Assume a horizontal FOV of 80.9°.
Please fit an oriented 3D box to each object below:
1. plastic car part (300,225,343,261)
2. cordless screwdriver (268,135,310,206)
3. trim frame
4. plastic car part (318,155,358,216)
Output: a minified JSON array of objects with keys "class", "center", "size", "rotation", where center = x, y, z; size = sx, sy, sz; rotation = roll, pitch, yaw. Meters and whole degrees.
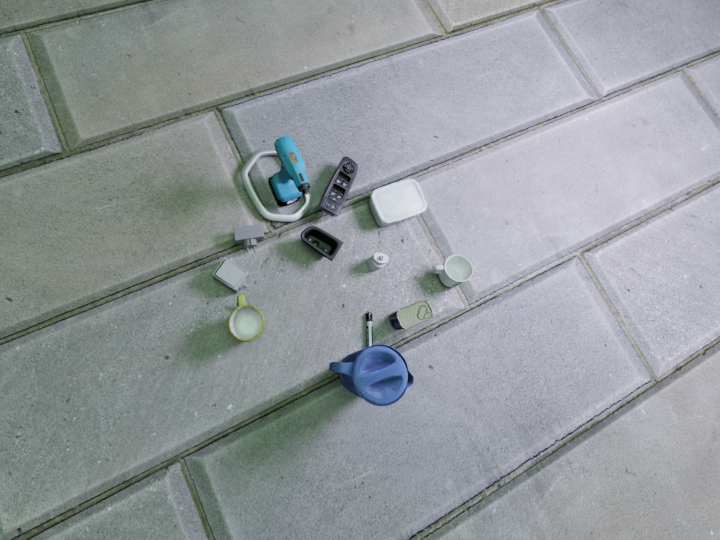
[{"class":"plastic car part","center":[-0.119,-0.078,1.217],"size":[0.117,0.071,0.066],"rotation":[32,72,-1]},{"class":"cordless screwdriver","center":[-0.191,-0.241,1.159],"size":[0.073,0.249,0.162],"rotation":[-22,82,-17]},{"class":"trim frame","center":[-0.250,-0.257,1.271],"size":[0.181,0.027,0.253],"rotation":[-29,80,-16]},{"class":"plastic car part","center":[-0.065,-0.250,1.277],"size":[0.066,0.067,0.204],"rotation":[25,72,-5]}]
